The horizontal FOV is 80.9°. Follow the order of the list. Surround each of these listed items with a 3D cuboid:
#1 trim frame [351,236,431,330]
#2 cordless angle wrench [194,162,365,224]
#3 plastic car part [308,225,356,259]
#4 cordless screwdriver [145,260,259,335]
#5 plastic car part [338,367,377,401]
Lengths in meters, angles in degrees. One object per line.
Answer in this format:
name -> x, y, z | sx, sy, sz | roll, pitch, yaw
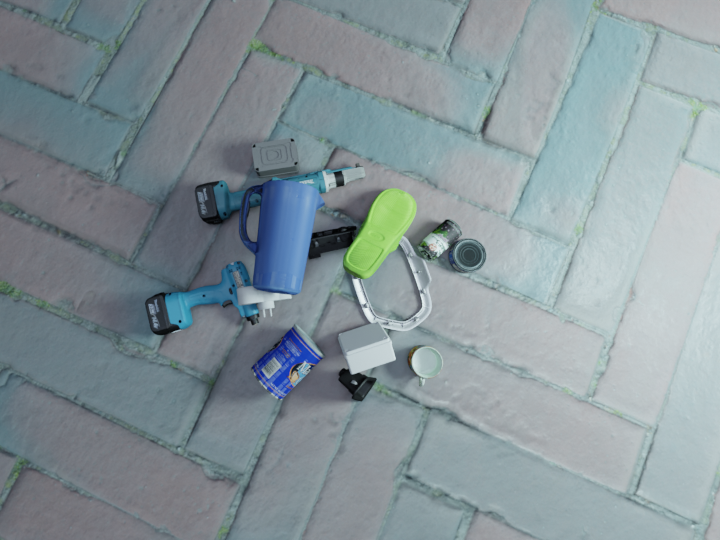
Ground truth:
trim frame -> 0.078, 0.026, 1.042 | 0.183, 0.027, 0.252 | -18, 79, -3
cordless angle wrench -> -0.194, -0.204, 1.062 | 0.421, 0.074, 0.099 | -12, 83, -4
plastic car part -> -0.102, -0.067, 1.041 | 0.203, 0.067, 0.066 | -16, 98, -1
cordless screwdriver -> -0.372, 0.092, 1.015 | 0.247, 0.074, 0.161 | -22, 82, -7
plastic car part -> -0.016, 0.254, 0.971 | 0.074, 0.111, 0.066 | 32, 82, 25
